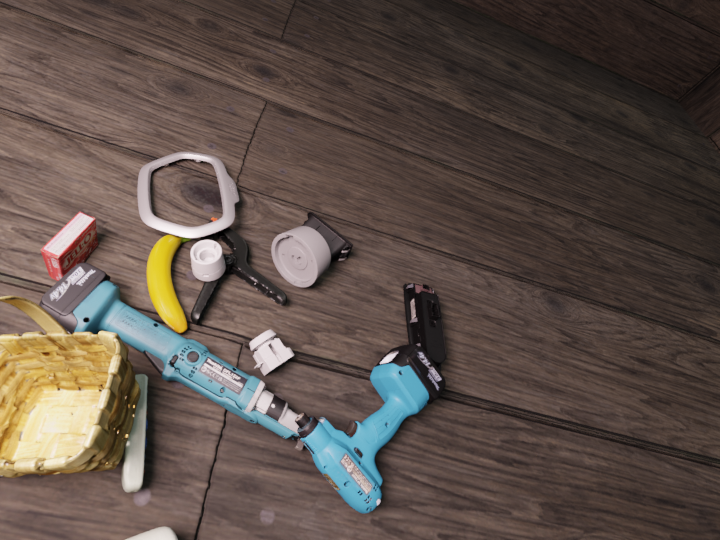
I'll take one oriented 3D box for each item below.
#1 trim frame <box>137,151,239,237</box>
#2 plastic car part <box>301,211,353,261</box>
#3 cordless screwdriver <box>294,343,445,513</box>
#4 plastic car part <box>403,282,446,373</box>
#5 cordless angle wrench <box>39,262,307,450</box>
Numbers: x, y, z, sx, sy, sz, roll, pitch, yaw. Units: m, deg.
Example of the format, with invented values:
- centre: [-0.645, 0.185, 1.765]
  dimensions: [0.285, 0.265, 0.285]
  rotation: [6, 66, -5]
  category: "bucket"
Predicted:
- centre: [-0.328, -0.151, 0.810]
  dimensions: [0.179, 0.027, 0.260]
  rotation: [-9, 50, -19]
  category: "trim frame"
- centre: [-0.083, -0.054, 0.846]
  dimensions: [0.119, 0.065, 0.070]
  rotation: [38, 63, 10]
  category: "plastic car part"
- centre: [0.018, 0.209, 0.652]
  dimensions: [0.158, 0.076, 0.245]
  rotation: [49, 52, -4]
  category: "cordless screwdriver"
- centre: [0.130, 0.106, 0.809]
  dimensions: [0.064, 0.068, 0.208]
  rotation: [19, 52, -21]
  category: "plastic car part"
- centre: [-0.251, 0.137, 0.618]
  dimensions: [0.421, 0.074, 0.098]
  rotation: [30, 49, -2]
  category: "cordless angle wrench"
